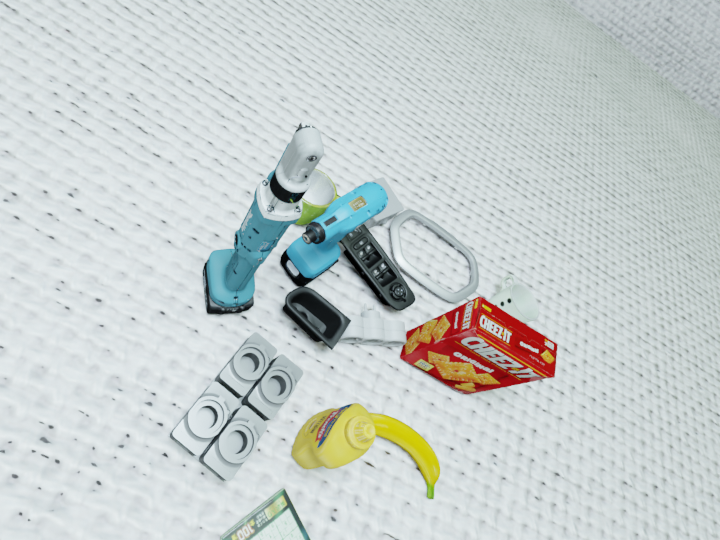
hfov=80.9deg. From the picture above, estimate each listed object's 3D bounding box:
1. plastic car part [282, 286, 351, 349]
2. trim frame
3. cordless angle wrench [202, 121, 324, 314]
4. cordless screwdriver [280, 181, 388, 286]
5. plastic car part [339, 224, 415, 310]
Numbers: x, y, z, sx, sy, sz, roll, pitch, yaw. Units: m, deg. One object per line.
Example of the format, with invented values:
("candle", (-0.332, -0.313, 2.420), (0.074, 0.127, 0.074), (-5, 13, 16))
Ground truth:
("plastic car part", (-0.088, 0.082, 0.739), (0.116, 0.072, 0.065), (40, 55, -3))
("trim frame", (0.166, -0.035, 0.944), (0.245, 0.028, 0.185), (33, 56, -6))
("cordless angle wrench", (-0.140, -0.043, 0.563), (0.071, 0.428, 0.100), (-2, 69, -30))
("cordless screwdriver", (-0.069, -0.045, 0.704), (0.156, 0.252, 0.075), (-36, 88, -35))
("plastic car part", (0.024, -0.002, 0.837), (0.065, 0.068, 0.205), (-36, 83, -35))
